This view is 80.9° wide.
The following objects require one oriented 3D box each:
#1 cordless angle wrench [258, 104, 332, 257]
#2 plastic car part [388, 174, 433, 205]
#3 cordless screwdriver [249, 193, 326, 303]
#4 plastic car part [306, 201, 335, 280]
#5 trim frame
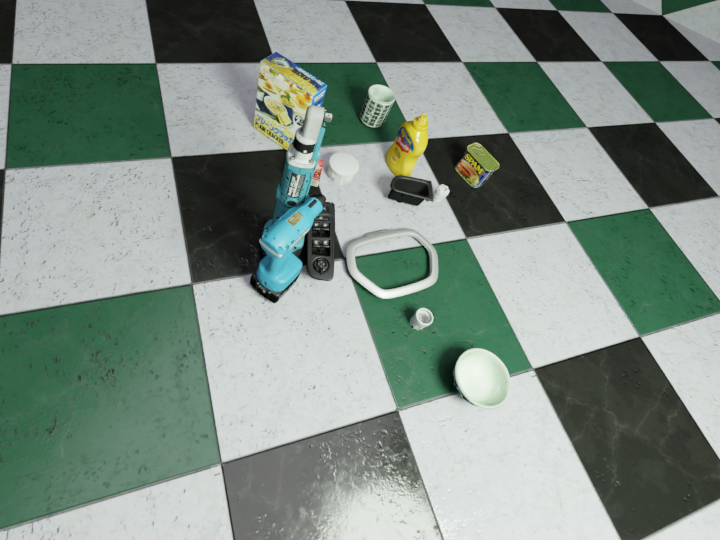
[{"bbox_3d":[-0.129,-0.149,0.813,0.096,0.421,0.076,10,60,-14],"label":"cordless angle wrench"},{"bbox_3d":[0.123,-0.204,1.115,0.114,0.070,0.068,9,59,-10],"label":"plastic car part"},{"bbox_3d":[-0.143,-0.043,0.849,0.075,0.247,0.158,38,58,4],"label":"cordless screwdriver"},{"bbox_3d":[-0.096,-0.063,0.979,0.065,0.066,0.209,5,59,-14],"label":"plastic car part"},{"bbox_3d":[0.080,-0.025,1.023,0.242,0.027,0.191,-16,65,-22],"label":"trim frame"}]
